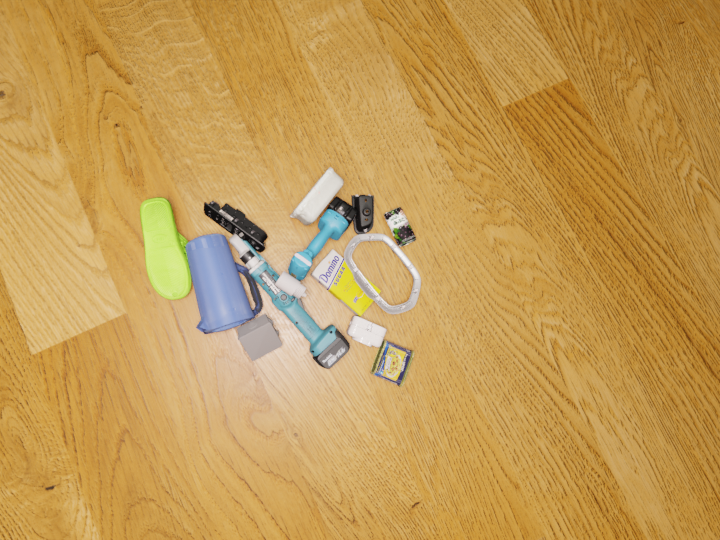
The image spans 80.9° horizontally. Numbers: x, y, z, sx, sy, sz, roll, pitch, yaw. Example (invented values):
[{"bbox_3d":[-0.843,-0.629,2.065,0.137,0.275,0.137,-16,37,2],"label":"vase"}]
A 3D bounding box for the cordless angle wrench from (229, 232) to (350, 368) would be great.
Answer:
[{"bbox_3d":[-0.199,0.070,1.107,0.097,0.075,0.423,-41,90,-11],"label":"cordless angle wrench"}]

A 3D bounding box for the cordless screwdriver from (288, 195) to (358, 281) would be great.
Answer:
[{"bbox_3d":[-0.111,-0.073,1.137,0.075,0.159,0.248,35,64,-1],"label":"cordless screwdriver"}]

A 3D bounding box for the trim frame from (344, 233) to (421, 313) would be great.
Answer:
[{"bbox_3d":[0.063,0.002,1.153,0.181,0.027,0.252,-34,82,-27],"label":"trim frame"}]

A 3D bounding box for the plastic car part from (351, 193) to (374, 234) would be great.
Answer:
[{"bbox_3d":[0.012,-0.164,1.182,0.065,0.070,0.118,-1,78,-6],"label":"plastic car part"}]

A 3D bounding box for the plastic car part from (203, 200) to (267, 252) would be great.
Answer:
[{"bbox_3d":[-0.333,-0.124,1.156,0.204,0.066,0.066,39,54,3],"label":"plastic car part"}]
